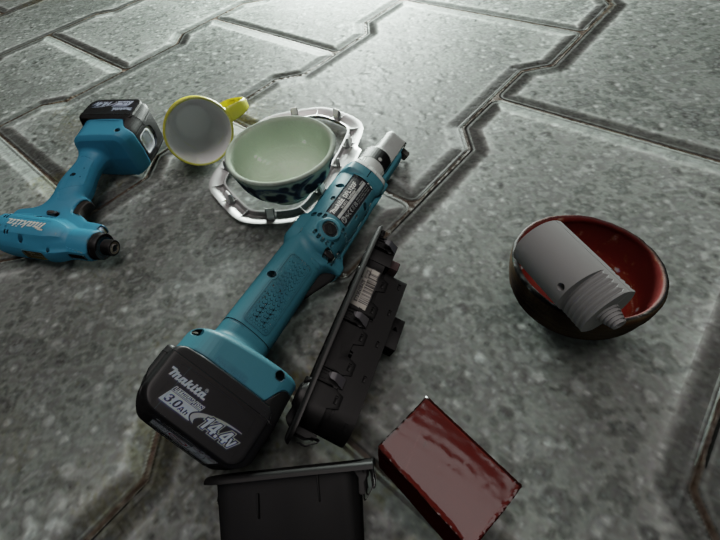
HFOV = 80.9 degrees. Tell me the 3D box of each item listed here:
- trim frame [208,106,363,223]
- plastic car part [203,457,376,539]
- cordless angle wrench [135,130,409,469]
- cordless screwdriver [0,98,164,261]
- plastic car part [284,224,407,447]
[{"bbox_3d":[-0.094,-0.152,0.565,0.190,0.026,0.249,14,53,18],"label":"trim frame"},{"bbox_3d":[-0.042,0.167,0.282,0.117,0.064,0.073,-12,65,2],"label":"plastic car part"},{"bbox_3d":[-0.041,-0.027,0.422,0.097,0.075,0.423,37,52,-8],"label":"cordless angle wrench"},{"bbox_3d":[-0.333,-0.117,0.546,0.163,0.071,0.253,6,56,12],"label":"cordless screwdriver"},{"bbox_3d":[-0.005,0.060,0.362,0.067,0.066,0.203,31,56,-3],"label":"plastic car part"}]
